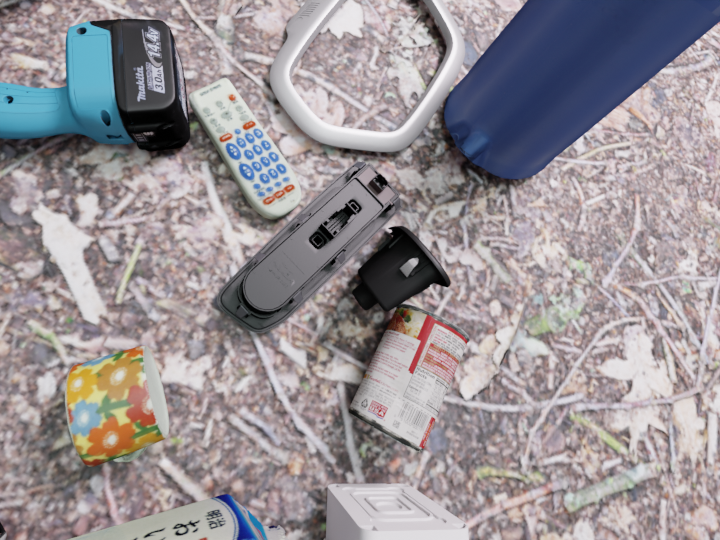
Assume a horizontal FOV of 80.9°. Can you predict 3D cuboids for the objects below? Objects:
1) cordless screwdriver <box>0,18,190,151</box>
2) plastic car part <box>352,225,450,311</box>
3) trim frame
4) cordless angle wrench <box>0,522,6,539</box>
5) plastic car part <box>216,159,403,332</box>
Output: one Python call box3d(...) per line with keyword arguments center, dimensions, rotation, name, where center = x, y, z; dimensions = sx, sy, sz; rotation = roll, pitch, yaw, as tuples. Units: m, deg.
box3d(center=(-0.279, -0.162, 0.355), dimensions=(0.245, 0.074, 0.161), rotation=(-13, 81, -10), name="cordless screwdriver")
box3d(center=(0.026, 0.005, 0.364), dimensions=(0.071, 0.116, 0.066), rotation=(-38, 92, 5), name="plastic car part")
box3d(center=(0.012, -0.232, 0.454), dimensions=(0.183, 0.028, 0.248), rotation=(33, 75, -4), name="trim frame")
box3d(center=(-0.344, 0.064, 0.291), dimensions=(0.097, 0.075, 0.424), rotation=(-31, 88, -12), name="cordless angle wrench")
box3d(center=(-0.037, -0.024, 0.380), dimensions=(0.201, 0.068, 0.065), rotation=(-44, 99, -14), name="plastic car part")
